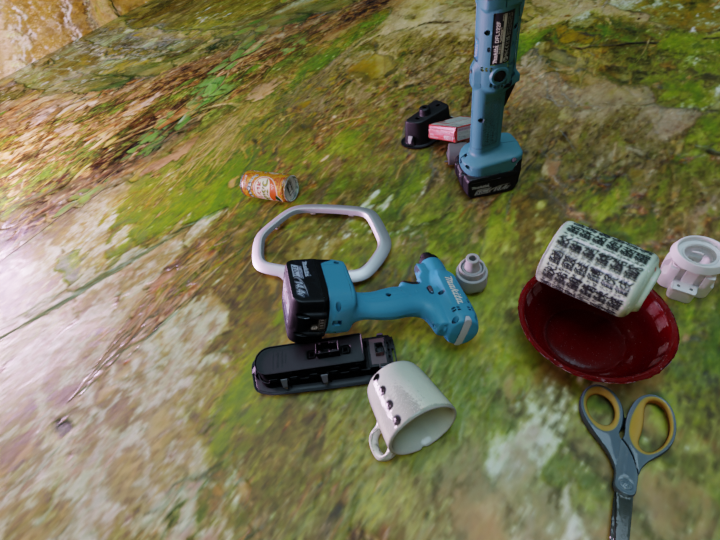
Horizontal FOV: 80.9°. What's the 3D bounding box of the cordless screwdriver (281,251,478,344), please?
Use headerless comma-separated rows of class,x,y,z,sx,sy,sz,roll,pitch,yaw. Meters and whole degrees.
cordless screwdriver,0.019,0.025,0.577,0.245,0.073,0.165,2,37,-10

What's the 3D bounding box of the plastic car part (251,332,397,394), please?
plastic car part,-0.056,0.122,0.565,0.206,0.064,0.068,-12,56,9

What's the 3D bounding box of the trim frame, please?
trim frame,-0.071,-0.047,0.727,0.256,0.026,0.187,5,52,17

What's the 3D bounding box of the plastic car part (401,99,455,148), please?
plastic car part,0.136,-0.300,0.848,0.115,0.068,0.070,-33,50,-17

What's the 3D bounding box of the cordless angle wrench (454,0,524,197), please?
cordless angle wrench,0.188,-0.284,0.594,0.099,0.404,0.077,-10,50,4
